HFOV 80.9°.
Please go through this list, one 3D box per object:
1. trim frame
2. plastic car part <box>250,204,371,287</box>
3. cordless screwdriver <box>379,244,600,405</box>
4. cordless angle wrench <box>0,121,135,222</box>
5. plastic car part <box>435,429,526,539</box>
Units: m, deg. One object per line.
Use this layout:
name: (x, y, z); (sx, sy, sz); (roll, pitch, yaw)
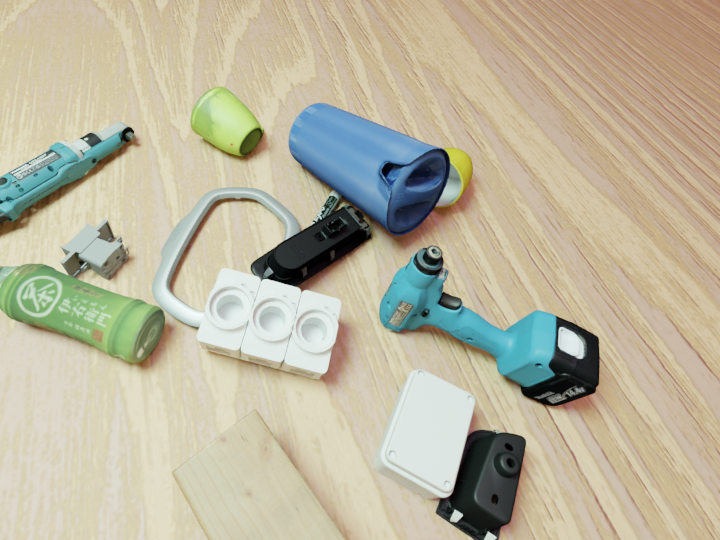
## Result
trim frame: (-0.188, -0.029, 0.603); (0.185, 0.027, 0.253); (13, 56, 1)
plastic car part: (-0.057, -0.038, 0.588); (0.199, 0.068, 0.067); (-36, 87, -33)
cordless screwdriver: (0.154, 0.061, 0.501); (0.252, 0.156, 0.075); (24, 55, 6)
cordless angle wrench: (-0.493, -0.103, 0.592); (0.100, 0.073, 0.421); (28, 54, 10)
plastic car part: (0.138, 0.214, 0.442); (0.067, 0.070, 0.116); (29, 59, 8)
